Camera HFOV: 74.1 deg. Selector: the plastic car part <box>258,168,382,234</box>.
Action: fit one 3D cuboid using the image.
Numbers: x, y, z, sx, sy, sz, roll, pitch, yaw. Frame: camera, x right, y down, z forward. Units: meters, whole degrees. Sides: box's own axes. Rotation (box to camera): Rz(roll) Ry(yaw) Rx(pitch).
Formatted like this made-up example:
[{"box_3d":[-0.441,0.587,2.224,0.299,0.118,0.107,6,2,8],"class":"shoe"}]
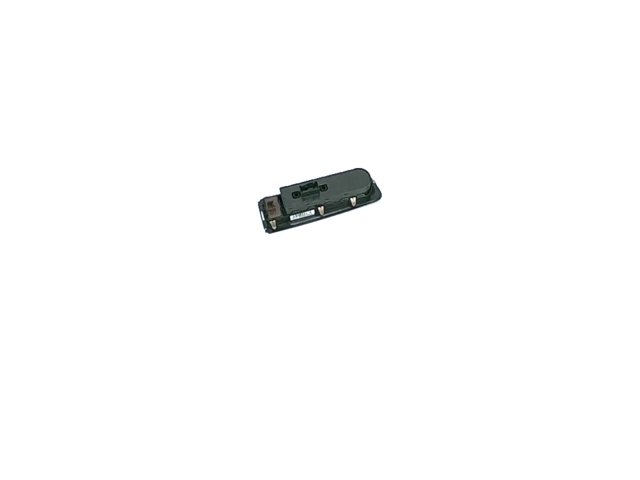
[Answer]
[{"box_3d":[0.001,-0.075,0.690,0.203,0.066,0.067,-13,-32,-9],"class":"plastic car part"}]
